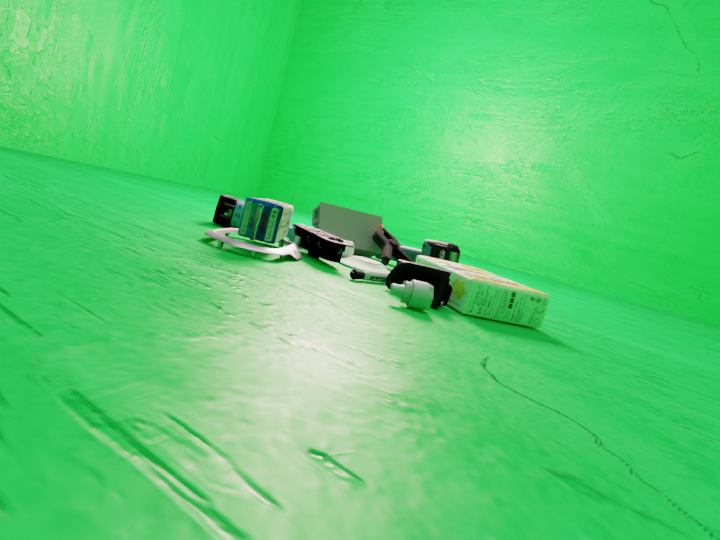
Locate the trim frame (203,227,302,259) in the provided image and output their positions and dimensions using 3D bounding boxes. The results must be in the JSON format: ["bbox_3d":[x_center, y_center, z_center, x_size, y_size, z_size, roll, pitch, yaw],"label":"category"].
[{"bbox_3d":[-0.208,-0.055,0.851,0.186,0.027,0.247,14,6,2],"label":"trim frame"}]

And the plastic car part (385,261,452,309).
[{"bbox_3d":[0.111,0.028,0.739,0.067,0.066,0.123,29,-7,-42],"label":"plastic car part"}]

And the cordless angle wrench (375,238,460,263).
[{"bbox_3d":[0.062,-0.063,1.189,0.447,0.097,0.070,15,6,39],"label":"cordless angle wrench"}]

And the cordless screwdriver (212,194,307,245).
[{"bbox_3d":[-0.254,-0.128,1.118,0.249,0.074,0.160,18,7,-2],"label":"cordless screwdriver"}]

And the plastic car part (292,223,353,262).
[{"bbox_3d":[-0.089,-0.058,0.913,0.063,0.067,0.213,19,1,-32],"label":"plastic car part"}]
